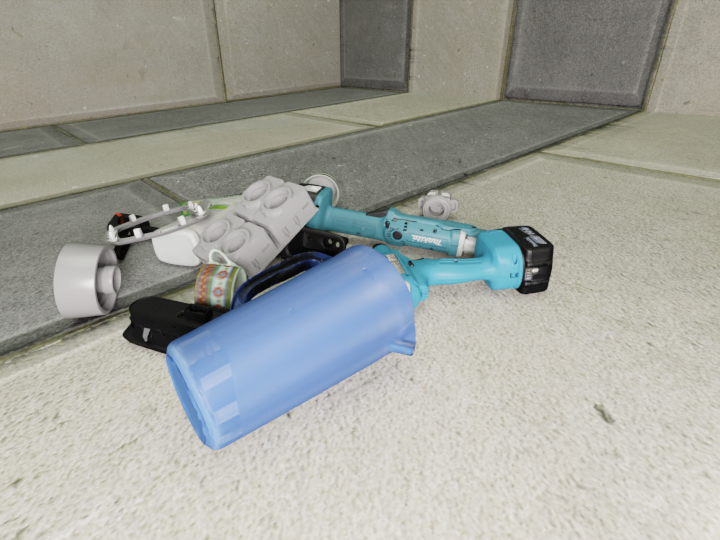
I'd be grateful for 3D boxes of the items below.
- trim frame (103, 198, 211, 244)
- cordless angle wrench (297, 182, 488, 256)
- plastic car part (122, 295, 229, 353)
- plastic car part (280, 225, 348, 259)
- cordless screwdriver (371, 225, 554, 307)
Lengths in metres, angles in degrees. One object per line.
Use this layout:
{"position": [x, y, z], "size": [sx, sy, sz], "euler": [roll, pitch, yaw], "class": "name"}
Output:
{"position": [-0.353, -0.089, 0.740], "size": [0.180, 0.027, 0.260], "euler": [-22, 21, -23], "class": "trim frame"}
{"position": [0.069, -0.075, 0.752], "size": [0.436, 0.095, 0.074], "euler": [12, 30, 17], "class": "cordless angle wrench"}
{"position": [-0.214, 0.073, 0.527], "size": [0.210, 0.065, 0.066], "euler": [6, 37, 19], "class": "plastic car part"}
{"position": [-0.072, -0.047, 0.739], "size": [0.120, 0.065, 0.070], "euler": [11, 16, 17], "class": "plastic car part"}
{"position": [0.142, -0.015, 0.645], "size": [0.247, 0.072, 0.165], "euler": [-9, 29, -5], "class": "cordless screwdriver"}
